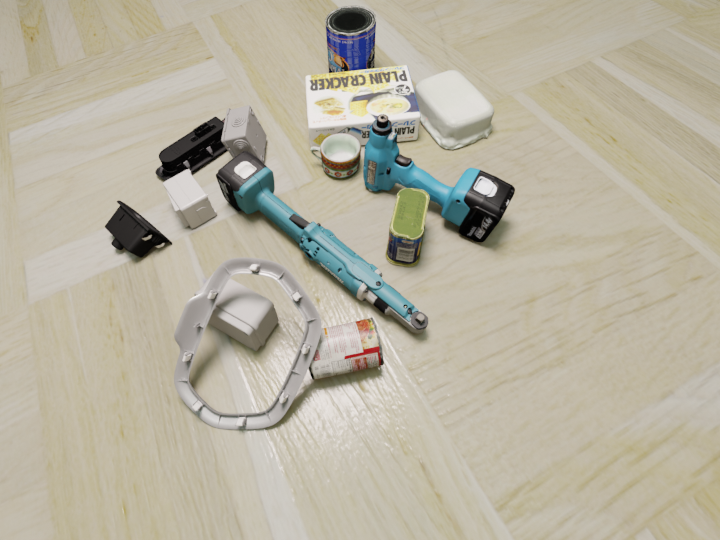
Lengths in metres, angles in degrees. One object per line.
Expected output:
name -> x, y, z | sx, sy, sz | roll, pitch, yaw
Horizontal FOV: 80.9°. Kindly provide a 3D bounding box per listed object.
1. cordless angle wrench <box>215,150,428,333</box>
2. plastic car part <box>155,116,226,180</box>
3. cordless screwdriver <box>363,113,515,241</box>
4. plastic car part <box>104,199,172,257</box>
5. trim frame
cordless angle wrench -> -0.067, -0.044, 0.687 | 0.439, 0.095, 0.074 | 39, 68, 20
plastic car part -> -0.321, -0.250, 0.845 | 0.068, 0.065, 0.201 | 42, 73, 15
cordless screwdriver -> 0.118, -0.155, 0.691 | 0.257, 0.154, 0.074 | 28, 65, 17
plastic car part -> -0.404, -0.065, 0.745 | 0.122, 0.063, 0.071 | 32, 80, 24
trim frame -> -0.158, 0.103, 0.565 | 0.187, 0.027, 0.247 | 26, 100, 7
